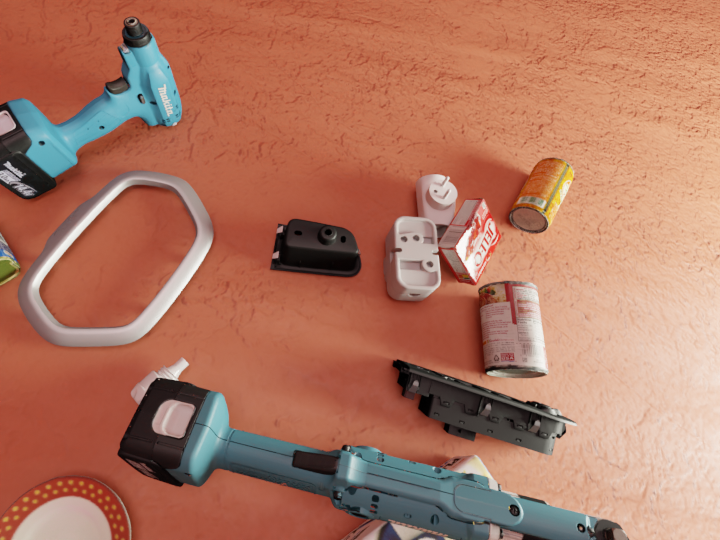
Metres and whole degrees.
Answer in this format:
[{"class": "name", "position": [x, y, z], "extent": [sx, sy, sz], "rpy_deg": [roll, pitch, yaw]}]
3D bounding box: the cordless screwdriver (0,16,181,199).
[{"class": "cordless screwdriver", "position": [-0.348, -0.201, 0.523], "extent": [0.246, 0.157, 0.076], "rpy_deg": [-36, 78, -18]}]

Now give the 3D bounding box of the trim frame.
[{"class": "trim frame", "position": [-0.294, -0.022, 0.520], "extent": [0.186, 0.027, 0.249], "rpy_deg": [26, 68, 5]}]

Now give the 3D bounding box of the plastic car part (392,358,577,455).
[{"class": "plastic car part", "position": [0.134, 0.154, 0.466], "extent": [0.203, 0.066, 0.068], "rpy_deg": [14, 76, 0]}]

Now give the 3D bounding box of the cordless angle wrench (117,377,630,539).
[{"class": "cordless angle wrench", "position": [0.001, 0.187, 0.377], "extent": [0.430, 0.095, 0.075], "rpy_deg": [10, 51, 9]}]

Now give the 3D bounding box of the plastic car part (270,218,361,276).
[{"class": "plastic car part", "position": [-0.051, -0.034, 0.526], "extent": [0.116, 0.070, 0.067], "rpy_deg": [7, 68, -1]}]
